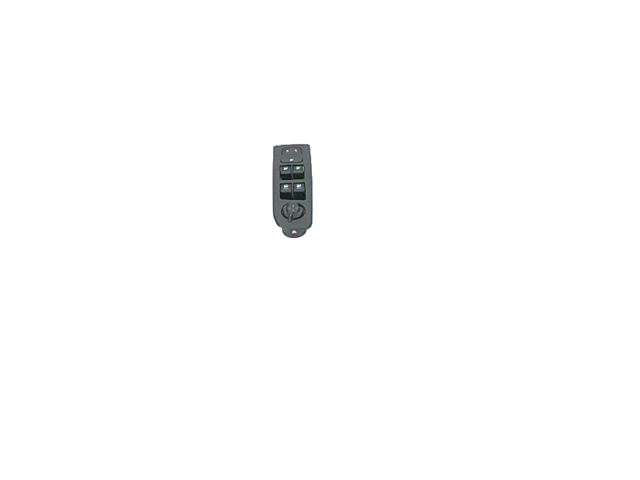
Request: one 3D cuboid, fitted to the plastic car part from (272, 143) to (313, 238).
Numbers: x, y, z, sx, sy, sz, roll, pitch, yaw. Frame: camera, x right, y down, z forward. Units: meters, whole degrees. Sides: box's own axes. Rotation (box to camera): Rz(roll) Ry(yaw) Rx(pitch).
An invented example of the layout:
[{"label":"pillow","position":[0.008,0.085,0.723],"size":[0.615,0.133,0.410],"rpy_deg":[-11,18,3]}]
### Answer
[{"label":"plastic car part","position":[-0.048,-0.082,0.717],"size":[0.066,0.202,0.067],"rpy_deg":[2,-43,-8]}]
